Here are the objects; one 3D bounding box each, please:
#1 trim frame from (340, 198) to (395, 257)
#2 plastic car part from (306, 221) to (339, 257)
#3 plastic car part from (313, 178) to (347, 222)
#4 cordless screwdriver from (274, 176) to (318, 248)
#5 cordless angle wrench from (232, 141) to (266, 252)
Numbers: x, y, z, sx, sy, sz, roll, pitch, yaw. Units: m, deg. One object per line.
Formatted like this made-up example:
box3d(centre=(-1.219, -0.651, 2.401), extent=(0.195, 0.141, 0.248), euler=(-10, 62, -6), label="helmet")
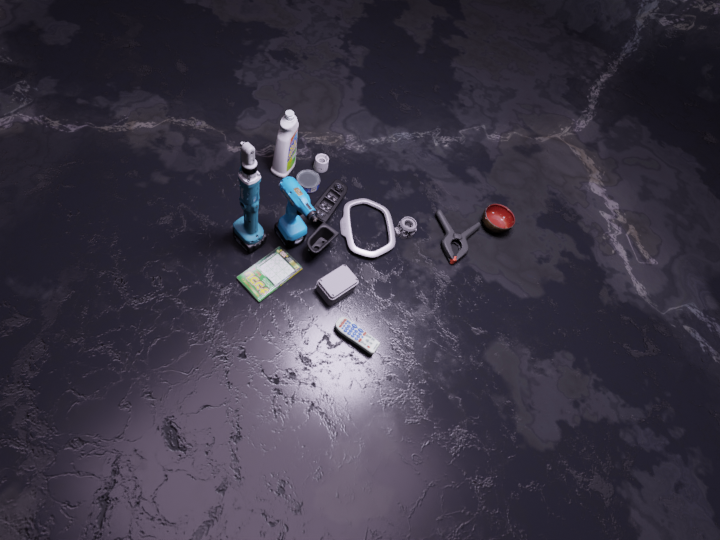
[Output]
box3d(centre=(0.023, -0.149, 1.445), extent=(0.181, 0.027, 0.256), euler=(-1, 59, -10), label="trim frame")
box3d(centre=(-0.133, -0.087, 1.357), extent=(0.067, 0.070, 0.115), euler=(35, 60, 10), label="plastic car part")
box3d(centre=(-0.106, -0.232, 1.453), extent=(0.067, 0.066, 0.203), euler=(27, 58, 5), label="plastic car part")
box3d(centre=(-0.193, -0.153, 1.285), extent=(0.073, 0.245, 0.165), euler=(-28, 69, -26), label="cordless screwdriver")
box3d(centre=(-0.314, -0.198, 1.193), extent=(0.101, 0.417, 0.073), euler=(45, 60, 13), label="cordless angle wrench")
